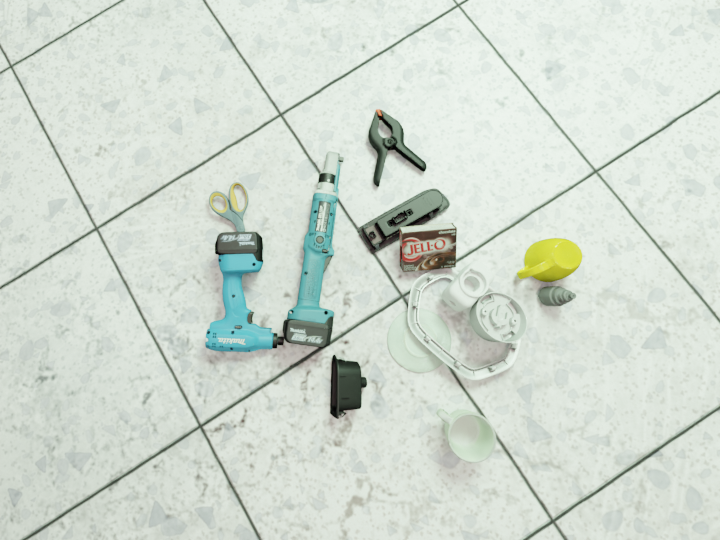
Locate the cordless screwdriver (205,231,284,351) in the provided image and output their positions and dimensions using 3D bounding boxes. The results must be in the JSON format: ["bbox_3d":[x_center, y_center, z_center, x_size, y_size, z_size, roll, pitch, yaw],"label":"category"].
[{"bbox_3d":[-0.233,0.044,0.882,0.158,0.075,0.249,3,86,-6],"label":"cordless screwdriver"}]

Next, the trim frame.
[{"bbox_3d":[0.210,0.102,0.854,0.254,0.027,0.183,40,74,11],"label":"trim frame"}]

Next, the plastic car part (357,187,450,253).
[{"bbox_3d":[0.096,-0.118,0.898,0.202,0.065,0.068,-29,75,-4],"label":"plastic car part"}]

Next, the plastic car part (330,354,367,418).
[{"bbox_3d":[-0.023,0.231,0.847,0.069,0.066,0.118,7,77,-13],"label":"plastic car part"}]

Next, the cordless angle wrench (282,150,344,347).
[{"bbox_3d":[-0.087,-0.057,0.894,0.097,0.074,0.427,8,77,-7],"label":"cordless angle wrench"}]
